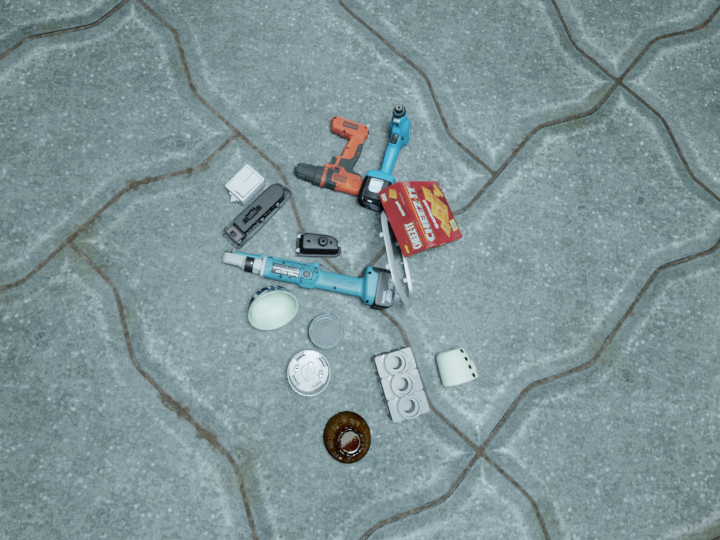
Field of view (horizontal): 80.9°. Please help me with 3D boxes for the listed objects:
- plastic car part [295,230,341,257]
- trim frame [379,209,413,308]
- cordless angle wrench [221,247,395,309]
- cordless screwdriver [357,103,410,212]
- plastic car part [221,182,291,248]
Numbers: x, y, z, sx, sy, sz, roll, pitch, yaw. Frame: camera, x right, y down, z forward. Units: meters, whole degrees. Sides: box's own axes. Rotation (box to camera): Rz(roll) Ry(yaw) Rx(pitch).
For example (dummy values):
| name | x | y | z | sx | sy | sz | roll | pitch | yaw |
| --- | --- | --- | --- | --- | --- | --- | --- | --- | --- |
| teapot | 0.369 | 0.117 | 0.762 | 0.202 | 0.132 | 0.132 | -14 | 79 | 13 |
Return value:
| name | x | y | z | sx | sy | sz | roll | pitch | yaw |
| --- | --- | --- | --- | --- | --- | --- | --- | --- | --- |
| plastic car part | -0.102 | -0.067 | 1.044 | 0.116 | 0.070 | 0.066 | 4 | 82 | -2 |
| trim frame | 0.085 | -0.032 | 0.998 | 0.028 | 0.176 | 0.254 | -18 | 73 | 18 |
| cordless angle wrench | -0.129 | 0.011 | 1.030 | 0.423 | 0.074 | 0.099 | 11 | 79 | 0 |
| cordless screwdriver | 0.067 | -0.277 | 1.053 | 0.076 | 0.154 | 0.250 | 18 | 80 | 11 |
| plastic car part | -0.258 | -0.149 | 1.055 | 0.068 | 0.066 | 0.202 | 42 | 76 | 8 |
